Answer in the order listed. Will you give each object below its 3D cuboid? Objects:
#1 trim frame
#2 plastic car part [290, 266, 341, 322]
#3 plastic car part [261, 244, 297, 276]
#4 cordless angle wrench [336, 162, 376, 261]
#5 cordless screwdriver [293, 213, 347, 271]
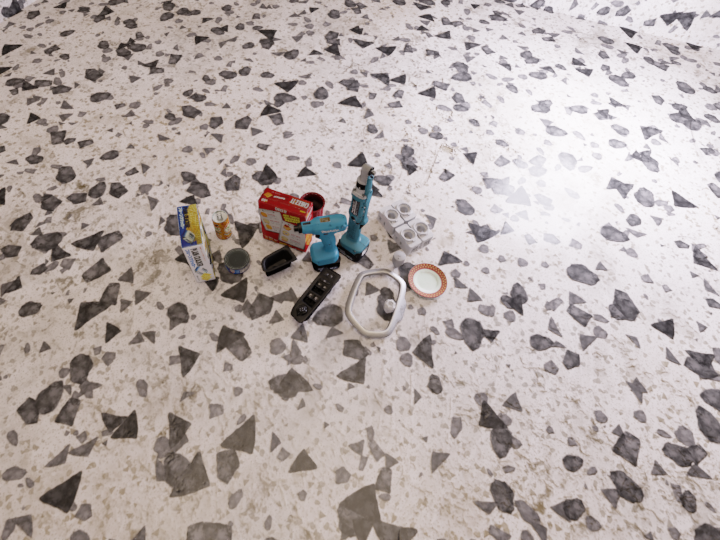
[{"bbox_3d":[0.053,0.099,1.350,0.187,0.027,0.251,16,59,8],"label":"trim frame"},{"bbox_3d":[-0.144,0.084,1.329,0.068,0.065,0.202,32,62,14],"label":"plastic car part"},{"bbox_3d":[-0.273,-0.021,1.388,0.114,0.069,0.069,-30,66,-20],"label":"plastic car part"},{"bbox_3d":[-0.006,-0.174,1.292,0.101,0.413,0.074,36,62,14],"label":"cordless angle wrench"},{"bbox_3d":[-0.130,-0.085,1.332,0.157,0.243,0.077,-7,61,-10],"label":"cordless screwdriver"}]
